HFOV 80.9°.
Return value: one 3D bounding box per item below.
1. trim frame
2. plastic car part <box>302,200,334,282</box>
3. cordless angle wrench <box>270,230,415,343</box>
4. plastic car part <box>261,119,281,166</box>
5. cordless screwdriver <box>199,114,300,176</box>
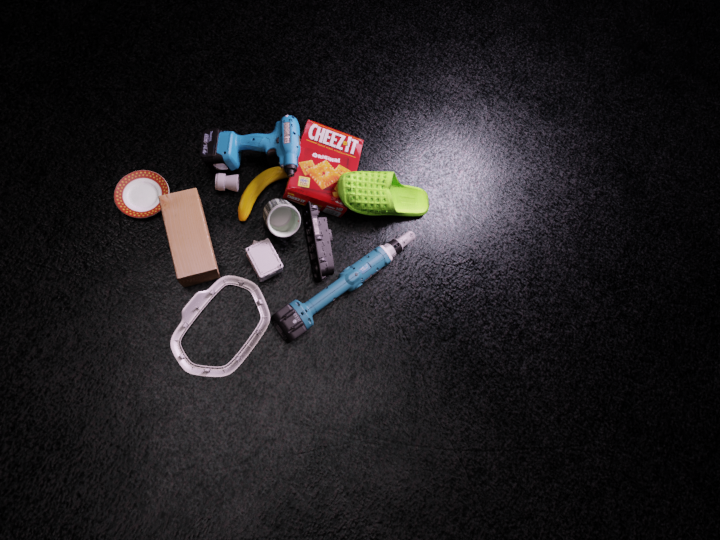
[{"bbox_3d":[-0.323,0.127,0.980,0.186,0.027,0.248,35,73,5],"label":"trim frame"},{"bbox_3d":[-0.103,-0.067,1.052,0.064,0.068,0.207,1,73,-28],"label":"plastic car part"},{"bbox_3d":[-0.023,0.020,1.022,0.417,0.098,0.075,-36,87,-20],"label":"cordless angle wrench"},{"bbox_3d":[-0.229,-0.327,1.124,0.072,0.064,0.119,-6,74,5],"label":"plastic car part"},{"bbox_3d":[-0.272,-0.293,1.057,0.252,0.072,0.162,-7,71,9],"label":"cordless screwdriver"}]
